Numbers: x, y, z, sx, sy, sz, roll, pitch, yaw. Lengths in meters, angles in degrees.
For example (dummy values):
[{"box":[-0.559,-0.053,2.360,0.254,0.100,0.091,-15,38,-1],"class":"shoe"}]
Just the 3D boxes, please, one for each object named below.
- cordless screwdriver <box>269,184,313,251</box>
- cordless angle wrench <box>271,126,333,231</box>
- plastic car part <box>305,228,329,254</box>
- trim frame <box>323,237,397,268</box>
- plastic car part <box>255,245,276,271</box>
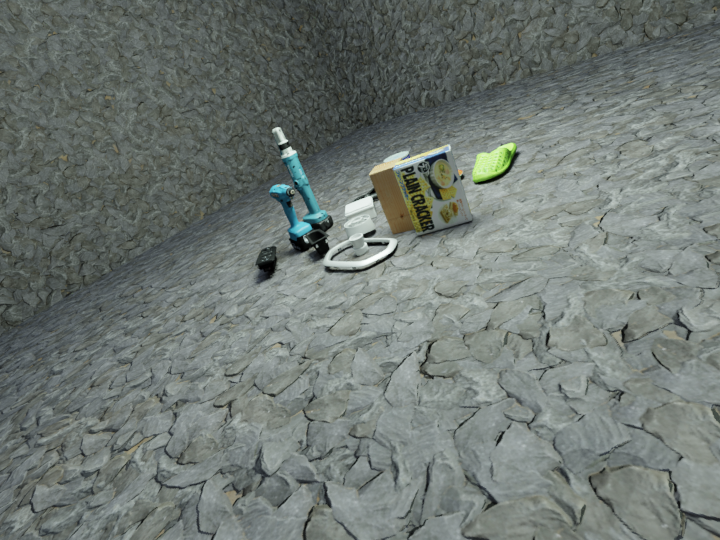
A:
[{"box":[-0.231,-0.189,1.497,0.073,0.241,0.167,-32,22,-23],"class":"cordless screwdriver"},{"box":[-0.228,-0.337,1.593,0.102,0.410,0.073,-5,26,42],"class":"cordless angle wrench"},{"box":[-0.139,-0.091,1.418,0.065,0.069,0.121,-28,23,-11],"class":"plastic car part"},{"box":[-0.005,-0.056,1.269,0.260,0.027,0.181,0,33,44],"class":"trim frame"},{"box":[-0.322,-0.039,1.492,0.066,0.065,0.209,-24,23,0],"class":"plastic car part"}]
